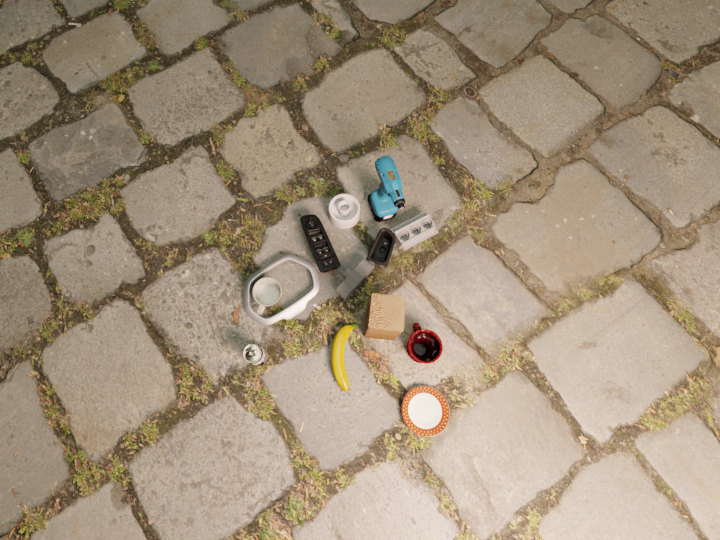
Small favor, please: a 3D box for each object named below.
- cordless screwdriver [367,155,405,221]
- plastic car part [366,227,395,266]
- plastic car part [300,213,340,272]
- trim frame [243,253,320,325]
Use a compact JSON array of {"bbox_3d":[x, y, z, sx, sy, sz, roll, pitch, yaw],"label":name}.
[{"bbox_3d":[0.082,-0.212,1.253,0.074,0.244,0.163,-16,74,-7],"label":"cordless screwdriver"},{"bbox_3d":[0.067,-0.065,1.295,0.067,0.069,0.117,21,73,6],"label":"plastic car part"},{"bbox_3d":[-0.128,-0.084,1.313,0.066,0.065,0.209,-22,72,-7],"label":"plastic car part"},{"bbox_3d":[-0.243,0.058,1.290,0.247,0.027,0.190,-34,73,-9],"label":"trim frame"}]
